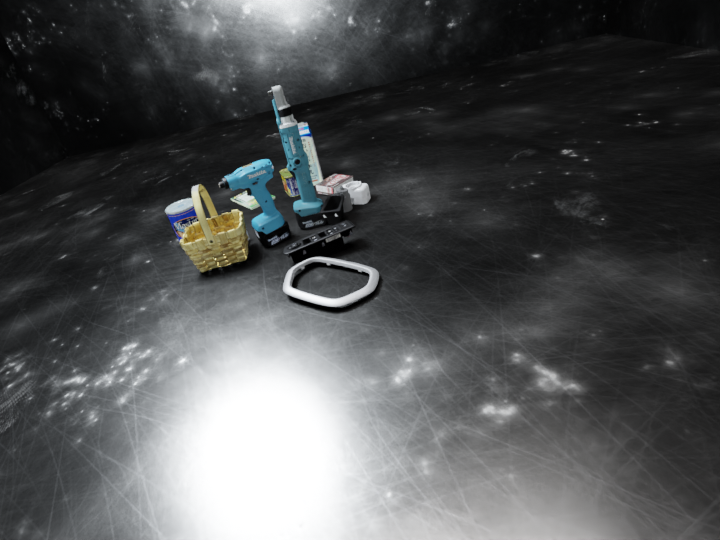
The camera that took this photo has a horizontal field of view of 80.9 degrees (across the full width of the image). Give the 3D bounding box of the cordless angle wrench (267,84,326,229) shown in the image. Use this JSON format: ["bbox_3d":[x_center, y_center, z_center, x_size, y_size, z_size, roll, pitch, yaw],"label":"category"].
[{"bbox_3d":[-0.186,-0.323,1.236,0.098,0.407,0.077,-12,30,2],"label":"cordless angle wrench"}]

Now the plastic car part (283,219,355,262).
[{"bbox_3d":[-0.112,-0.073,1.144,0.201,0.064,0.069,-20,32,-7],"label":"plastic car part"}]

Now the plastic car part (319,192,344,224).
[{"bbox_3d":[-0.076,-0.181,1.290,0.068,0.068,0.118,-4,33,16],"label":"plastic car part"}]

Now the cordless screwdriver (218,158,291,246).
[{"bbox_3d":[-0.304,-0.186,1.232,0.156,0.240,0.078,-26,32,-20],"label":"cordless screwdriver"}]

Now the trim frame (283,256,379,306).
[{"bbox_3d":[-0.075,0.022,1.020,0.261,0.026,0.182,10,40,34],"label":"trim frame"}]
